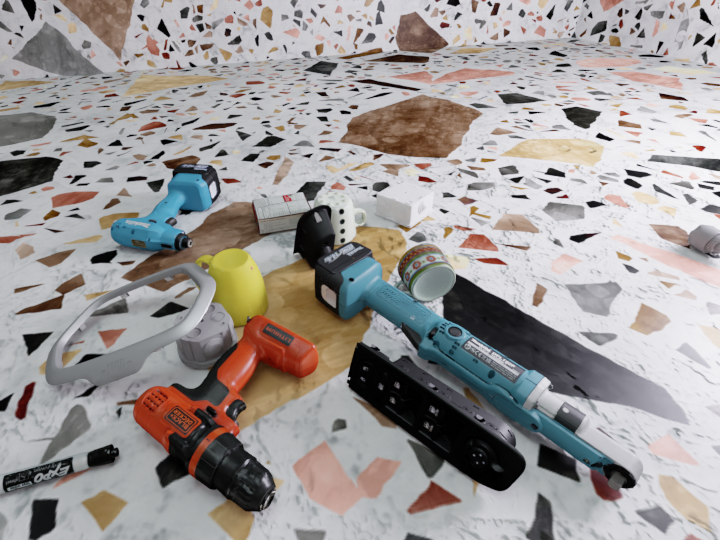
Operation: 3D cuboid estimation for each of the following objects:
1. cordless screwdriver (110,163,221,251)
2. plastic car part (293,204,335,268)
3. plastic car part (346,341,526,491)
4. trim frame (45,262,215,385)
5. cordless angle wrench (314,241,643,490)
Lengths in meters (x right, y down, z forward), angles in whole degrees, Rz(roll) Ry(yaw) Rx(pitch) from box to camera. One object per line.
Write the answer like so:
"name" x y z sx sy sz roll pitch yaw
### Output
"cordless screwdriver" -0.357 -0.125 0.849 0.163 0.072 0.251 8 41 13
"plastic car part" -0.069 -0.045 0.701 0.064 0.114 0.074 -15 62 -20
"plastic car part" 0.079 0.152 0.463 0.215 0.066 0.064 30 20 37
"trim frame" -0.306 0.068 0.568 0.249 0.026 0.192 -20 37 2
"cordless angle wrench" 0.111 0.095 0.528 0.095 0.072 0.447 -30 46 -33
